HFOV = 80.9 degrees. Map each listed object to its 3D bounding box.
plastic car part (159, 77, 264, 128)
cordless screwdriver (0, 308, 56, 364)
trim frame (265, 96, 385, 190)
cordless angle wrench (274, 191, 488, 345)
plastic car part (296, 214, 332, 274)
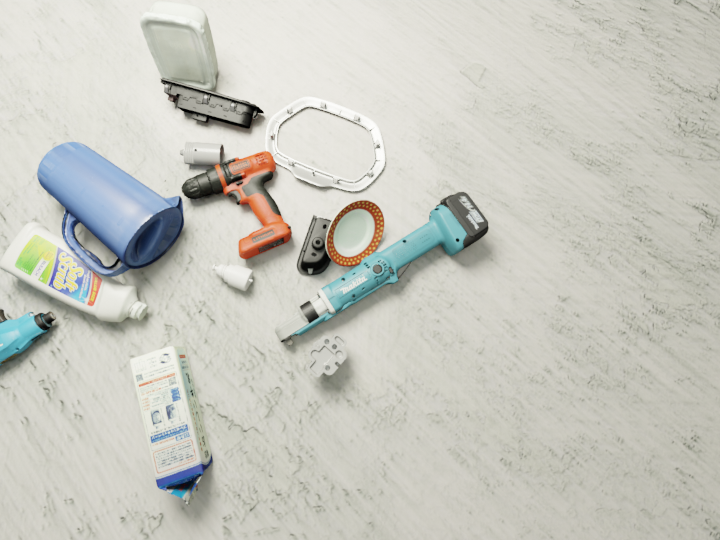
[{"bbox_3d":[-0.295,-0.326,0.838,0.203,0.066,0.067,12,87,1],"label":"plastic car part"},{"bbox_3d":[-0.656,0.040,0.734,0.158,0.074,0.252,-34,84,-10],"label":"cordless screwdriver"},{"bbox_3d":[-0.069,-0.254,0.845,0.249,0.027,0.185,23,78,2],"label":"trim frame"},{"bbox_3d":[0.030,0.003,0.766,0.420,0.073,0.100,-32,81,-6],"label":"cordless angle wrench"},{"bbox_3d":[-0.076,-0.049,0.773,0.066,0.070,0.117,20,74,1],"label":"plastic car part"}]
